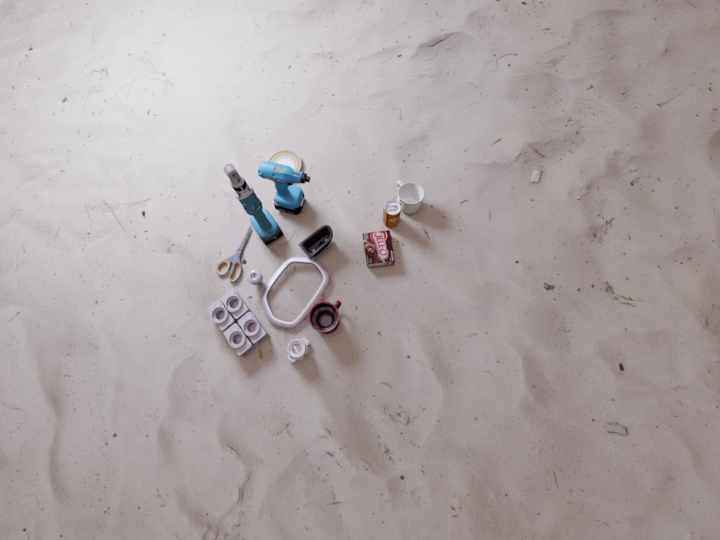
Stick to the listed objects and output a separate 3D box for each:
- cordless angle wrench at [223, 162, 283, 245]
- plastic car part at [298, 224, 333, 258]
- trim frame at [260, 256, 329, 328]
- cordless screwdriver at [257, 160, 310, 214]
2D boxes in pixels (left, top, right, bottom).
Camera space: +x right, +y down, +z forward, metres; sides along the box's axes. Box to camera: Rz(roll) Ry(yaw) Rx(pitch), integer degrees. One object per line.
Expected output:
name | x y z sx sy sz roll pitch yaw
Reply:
cordless angle wrench | -0.319 -0.192 1.250 0.074 0.412 0.101 -33 75 -8
plastic car part | -0.134 -0.088 1.371 0.116 0.069 0.068 -39 73 -8
trim frame | -0.208 0.067 1.348 0.190 0.027 0.248 32 77 16
cordless screwdriver | -0.223 -0.259 1.351 0.162 0.242 0.075 15 74 8
